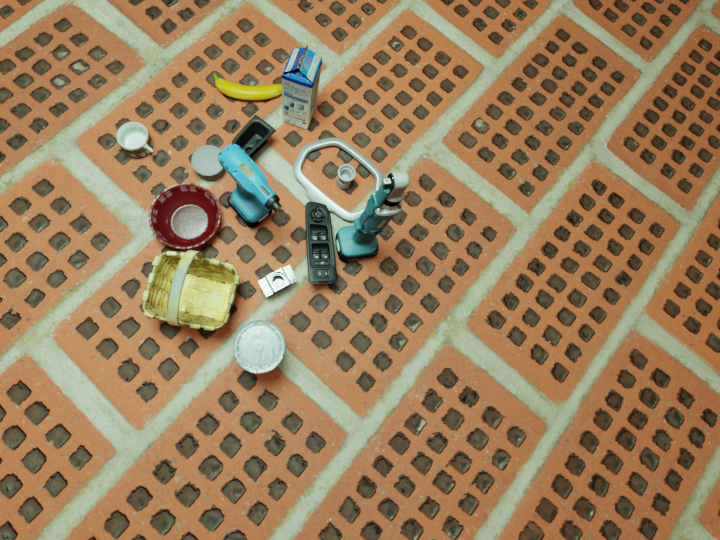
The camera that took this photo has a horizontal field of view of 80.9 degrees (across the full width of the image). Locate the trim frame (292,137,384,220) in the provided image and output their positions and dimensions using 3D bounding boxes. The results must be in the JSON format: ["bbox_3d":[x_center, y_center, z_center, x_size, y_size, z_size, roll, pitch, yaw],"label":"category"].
[{"bbox_3d":[-0.055,-0.233,1.069,0.251,0.027,0.183,40,75,6],"label":"trim frame"}]

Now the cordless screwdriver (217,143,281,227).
[{"bbox_3d":[-0.230,-0.158,0.919,0.074,0.248,0.161,-41,87,-15],"label":"cordless screwdriver"}]

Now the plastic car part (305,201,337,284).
[{"bbox_3d":[-0.098,-0.064,1.000,0.065,0.067,0.206,-3,76,-9],"label":"plastic car part"}]

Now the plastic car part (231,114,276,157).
[{"bbox_3d":[-0.271,-0.314,1.048,0.066,0.071,0.116,37,75,1],"label":"plastic car part"}]

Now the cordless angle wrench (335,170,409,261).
[{"bbox_3d":[0.025,-0.100,0.838,0.096,0.422,0.075,-9,81,-12],"label":"cordless angle wrench"}]
